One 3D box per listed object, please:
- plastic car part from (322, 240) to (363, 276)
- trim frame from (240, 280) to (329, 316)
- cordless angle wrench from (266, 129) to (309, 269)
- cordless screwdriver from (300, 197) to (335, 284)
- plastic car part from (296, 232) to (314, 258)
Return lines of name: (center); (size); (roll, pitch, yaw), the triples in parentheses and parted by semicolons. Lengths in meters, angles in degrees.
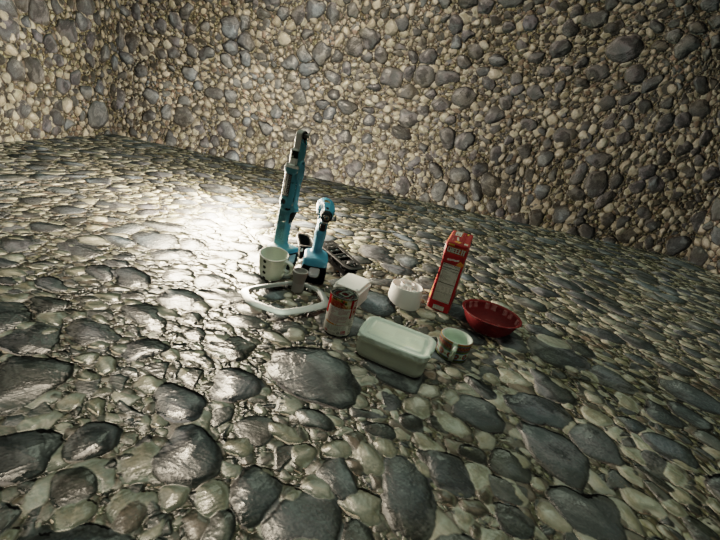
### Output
plastic car part: (-0.070, -0.033, 1.388); (0.063, 0.066, 0.215); (-2, 25, -36)
trim frame: (-0.194, 0.069, 1.109); (0.238, 0.027, 0.195); (-9, 29, -44)
cordless angle wrench: (-0.213, -0.206, 1.263); (0.103, 0.417, 0.071); (24, 21, 29)
cordless screwdriver: (-0.120, -0.078, 1.224); (0.073, 0.245, 0.163); (10, 19, -10)
plastic car part: (-0.189, -0.074, 1.426); (0.064, 0.070, 0.121); (6, 21, -17)
